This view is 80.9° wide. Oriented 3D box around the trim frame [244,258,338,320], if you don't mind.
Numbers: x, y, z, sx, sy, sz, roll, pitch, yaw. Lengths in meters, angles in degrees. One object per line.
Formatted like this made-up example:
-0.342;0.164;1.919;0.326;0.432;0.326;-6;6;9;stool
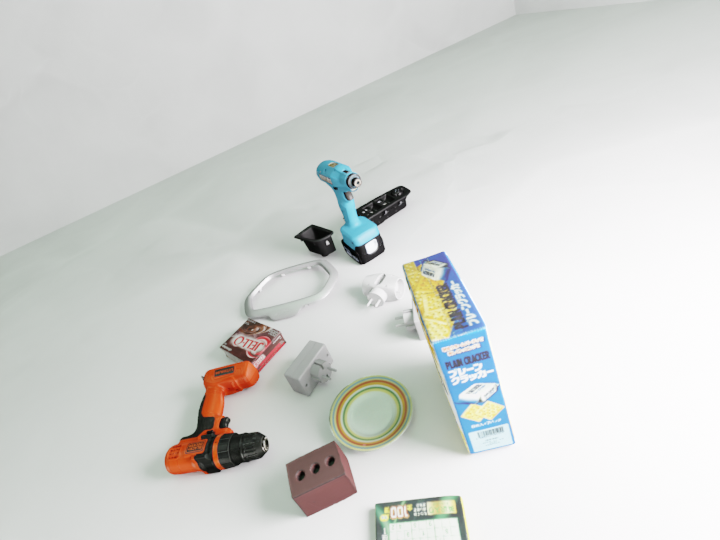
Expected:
-0.167;0.044;1.006;0.253;0.026;0.188;-15;34;15;trim frame

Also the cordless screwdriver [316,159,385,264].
-0.012;-0.127;0.954;0.073;0.238;0.168;-31;31;-15;cordless screwdriver

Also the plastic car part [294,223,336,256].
-0.107;-0.070;1.092;0.065;0.068;0.123;-38;34;-23;plastic car part

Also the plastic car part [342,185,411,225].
0.056;-0.159;1.117;0.200;0.064;0.070;-37;34;-19;plastic car part
